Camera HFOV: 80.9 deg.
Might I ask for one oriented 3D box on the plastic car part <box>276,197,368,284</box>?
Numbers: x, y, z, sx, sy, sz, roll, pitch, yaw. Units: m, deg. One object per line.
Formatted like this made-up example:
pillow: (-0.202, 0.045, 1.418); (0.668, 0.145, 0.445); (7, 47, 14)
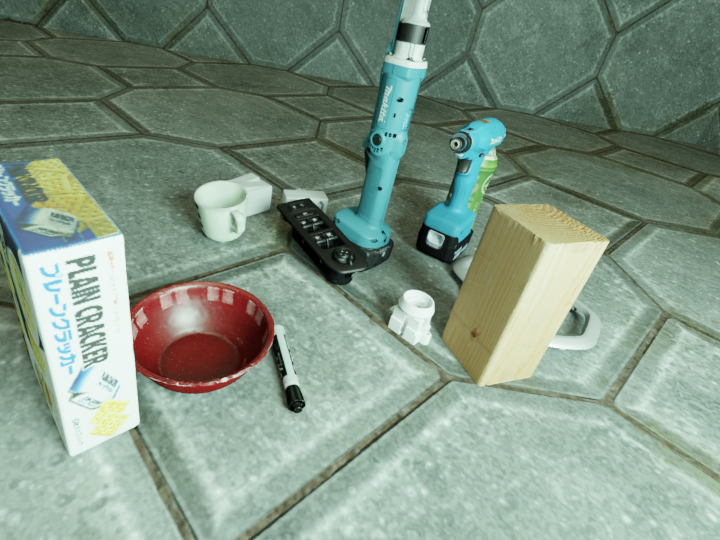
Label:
plastic car part: (-0.067, -0.044, 0.686); (0.064, 0.066, 0.215); (-12, 38, -33)

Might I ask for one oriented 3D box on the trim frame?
trim frame: (0.260, 0.042, 0.682); (0.178, 0.027, 0.262); (-7, 36, -25)

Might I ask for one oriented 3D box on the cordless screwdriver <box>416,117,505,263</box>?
cordless screwdriver: (0.162, -0.130, 0.719); (0.078, 0.244, 0.155); (30, 35, 24)

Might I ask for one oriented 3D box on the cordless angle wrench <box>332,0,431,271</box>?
cordless angle wrench: (0.038, -0.195, 0.625); (0.103, 0.415, 0.072); (34, 36, 29)
